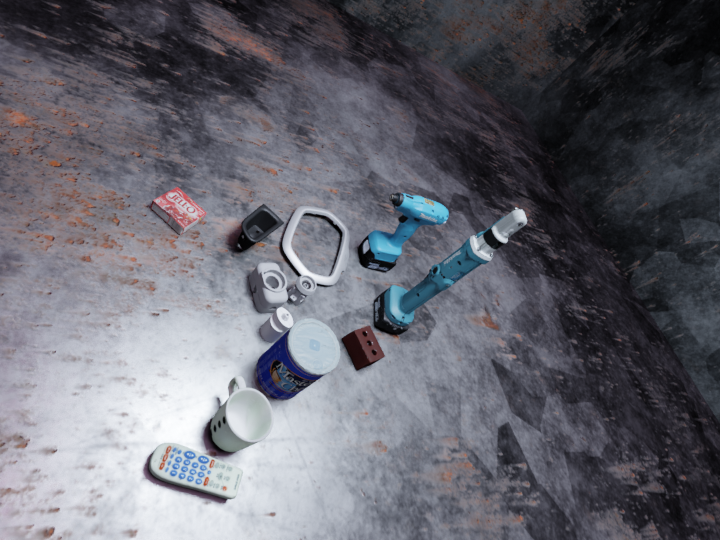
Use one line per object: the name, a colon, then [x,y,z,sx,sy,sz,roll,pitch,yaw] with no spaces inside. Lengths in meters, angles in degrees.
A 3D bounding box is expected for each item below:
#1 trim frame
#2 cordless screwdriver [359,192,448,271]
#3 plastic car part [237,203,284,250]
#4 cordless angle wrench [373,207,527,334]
trim frame: [-0.104,-0.068,1.063,0.179,0.028,0.253,28,43,-15]
cordless screwdriver: [0.080,-0.099,1.059,0.152,0.251,0.077,16,50,-30]
plastic car part: [-0.237,-0.086,0.945,0.066,0.072,0.116,42,41,-4]
cordless angle wrench: [0.180,0.009,0.910,0.071,0.428,0.101,25,46,-23]
